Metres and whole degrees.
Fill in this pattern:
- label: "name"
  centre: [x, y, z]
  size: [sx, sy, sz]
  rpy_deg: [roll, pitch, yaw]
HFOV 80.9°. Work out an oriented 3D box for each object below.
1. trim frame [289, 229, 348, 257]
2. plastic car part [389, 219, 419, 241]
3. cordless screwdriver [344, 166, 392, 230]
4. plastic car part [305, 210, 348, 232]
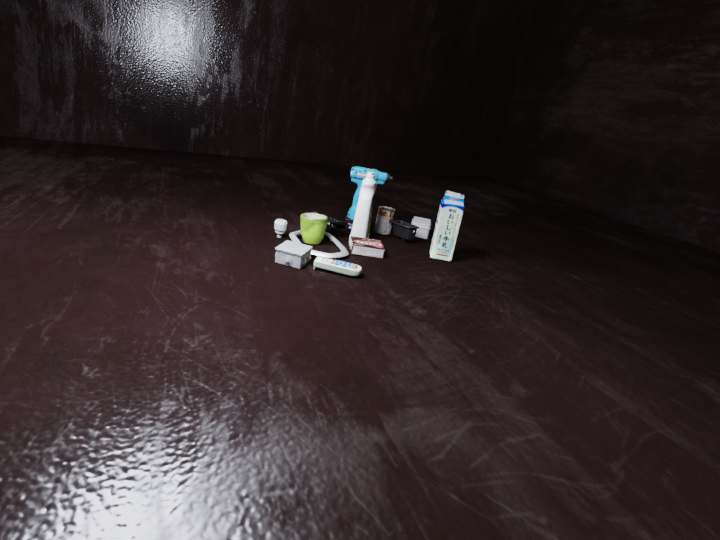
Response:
- label: "trim frame"
  centre: [-0.139, -0.091, 1.426]
  size: [0.178, 0.027, 0.261]
  rpy_deg: [-2, 24, -25]
- label: "plastic car part"
  centre: [0.166, -0.149, 1.620]
  size: [0.063, 0.070, 0.123]
  rpy_deg: [-6, 25, -35]
- label: "cordless screwdriver"
  centre: [0.026, -0.270, 1.637]
  size: [0.160, 0.245, 0.075]
  rpy_deg: [11, 20, 3]
- label: "plastic car part"
  centre: [-0.136, -0.183, 1.604]
  size: [0.063, 0.066, 0.215]
  rpy_deg: [-8, 27, -39]
